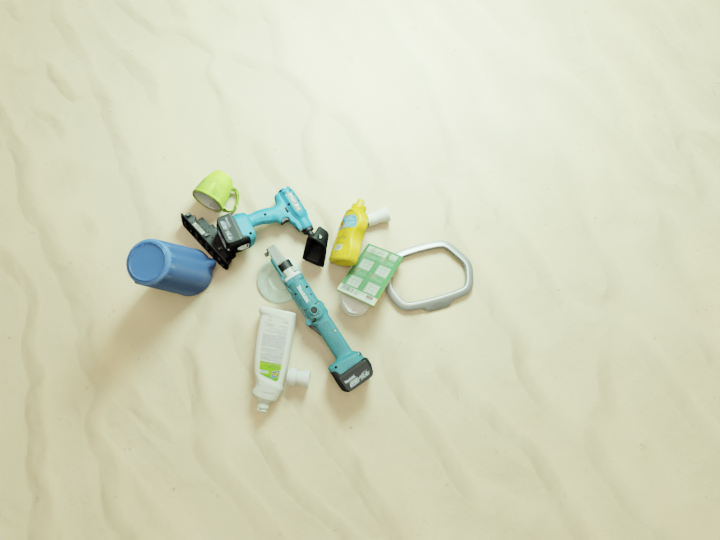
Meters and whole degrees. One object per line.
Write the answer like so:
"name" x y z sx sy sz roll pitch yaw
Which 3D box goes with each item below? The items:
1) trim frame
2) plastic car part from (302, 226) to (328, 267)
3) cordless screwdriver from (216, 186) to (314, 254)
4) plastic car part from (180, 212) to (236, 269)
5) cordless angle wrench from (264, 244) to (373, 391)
"trim frame" 0.185 0.017 1.152 0.247 0.027 0.188 -16 74 -5
"plastic car part" -0.112 -0.073 1.145 0.067 0.115 0.071 23 53 2
"cordless screwdriver" -0.257 -0.119 1.154 0.244 0.074 0.163 -29 77 -23
"plastic car part" -0.418 -0.085 1.177 0.065 0.066 0.208 -33 75 -34
"cordless angle wrench" -0.121 0.108 1.099 0.097 0.073 0.432 -33 79 -8
